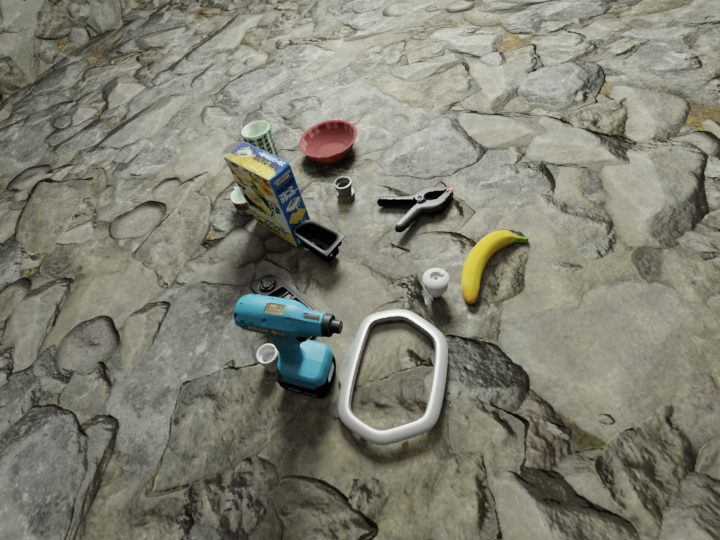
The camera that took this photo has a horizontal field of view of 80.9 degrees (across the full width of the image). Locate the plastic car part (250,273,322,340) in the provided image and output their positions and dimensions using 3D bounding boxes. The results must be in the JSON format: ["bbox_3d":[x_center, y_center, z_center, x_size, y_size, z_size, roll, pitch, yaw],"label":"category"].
[{"bbox_3d":[-0.143,0.074,0.843,0.066,0.064,0.214,-41,54,-18],"label":"plastic car part"}]

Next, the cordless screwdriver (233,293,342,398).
[{"bbox_3d":[-0.087,0.126,0.674,0.165,0.238,0.075,7,55,18],"label":"cordless screwdriver"}]

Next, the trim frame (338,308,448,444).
[{"bbox_3d":[0.053,0.174,0.734,0.190,0.026,0.252,4,54,19],"label":"trim frame"}]

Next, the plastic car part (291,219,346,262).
[{"bbox_3d":[-0.091,-0.059,0.929,0.123,0.068,0.065,29,64,31],"label":"plastic car part"}]
